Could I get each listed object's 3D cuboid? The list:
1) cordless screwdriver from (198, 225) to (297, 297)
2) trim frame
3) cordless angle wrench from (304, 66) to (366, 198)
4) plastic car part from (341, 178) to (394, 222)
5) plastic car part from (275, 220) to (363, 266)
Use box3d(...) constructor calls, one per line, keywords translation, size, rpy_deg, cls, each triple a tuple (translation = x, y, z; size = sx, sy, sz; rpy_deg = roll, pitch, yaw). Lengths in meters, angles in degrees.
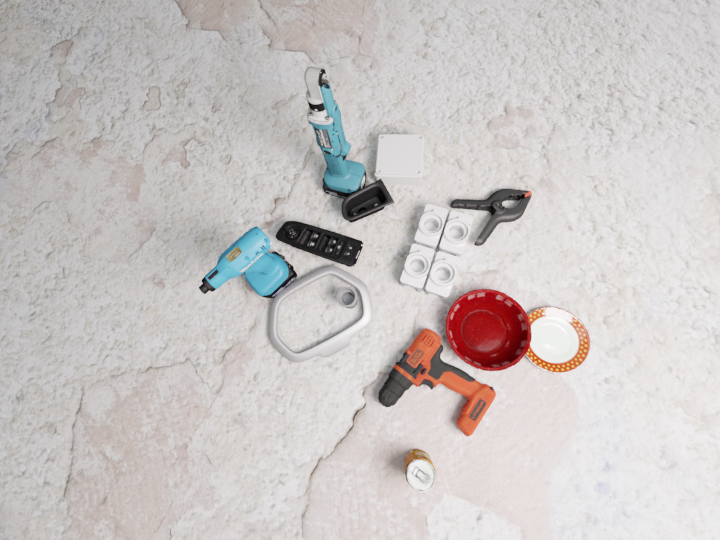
box3d(translation=(-0.229, 0.007, 0.884), size=(0.159, 0.242, 0.077), rpy_deg=(-42, 76, -4), cls="cordless screwdriver")
box3d(translation=(-0.094, 0.098, 0.946), size=(0.249, 0.027, 0.190), rpy_deg=(-30, 71, 1), cls="trim frame")
box3d(translation=(-0.055, -0.256, 0.839), size=(0.100, 0.411, 0.075), rpy_deg=(18, 79, 10), cls="cordless angle wrench")
box3d(translation=(0.011, -0.148, 0.975), size=(0.117, 0.069, 0.068), rpy_deg=(-27, 73, 1), cls="plastic car part")
box3d(translation=(-0.095, -0.062, 0.972), size=(0.209, 0.065, 0.066), rpy_deg=(20, 79, 15), cls="plastic car part")
